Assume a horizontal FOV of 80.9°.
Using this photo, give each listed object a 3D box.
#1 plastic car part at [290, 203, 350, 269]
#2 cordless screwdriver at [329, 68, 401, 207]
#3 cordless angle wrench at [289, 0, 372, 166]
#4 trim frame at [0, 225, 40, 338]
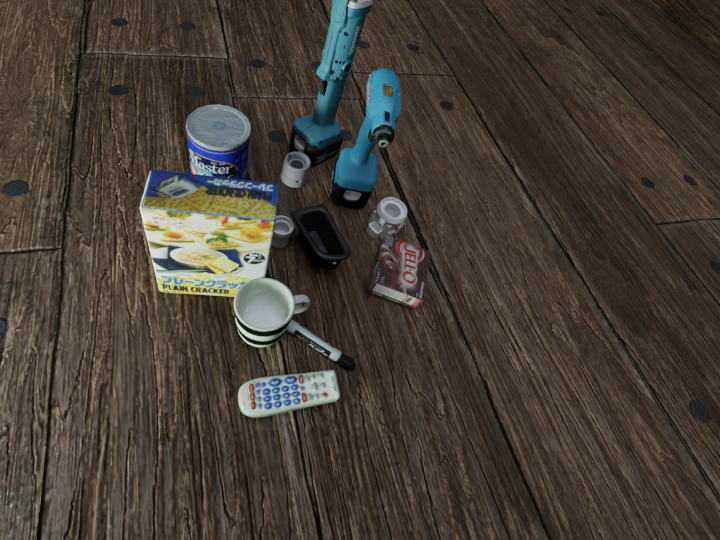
[{"bbox_3d":[-0.070,-0.046,0.719,0.064,0.070,0.121,-18,64,-26],"label":"plastic car part"},{"bbox_3d":[0.008,-0.200,0.732,0.073,0.246,0.163,11,56,-12],"label":"cordless screwdriver"},{"bbox_3d":[-0.041,-0.358,0.720,0.096,0.419,0.076,-35,75,-32],"label":"cordless angle wrench"},{"bbox_3d":[-0.566,0.006,0.591,0.256,0.027,0.181,43,58,15],"label":"trim frame"}]
